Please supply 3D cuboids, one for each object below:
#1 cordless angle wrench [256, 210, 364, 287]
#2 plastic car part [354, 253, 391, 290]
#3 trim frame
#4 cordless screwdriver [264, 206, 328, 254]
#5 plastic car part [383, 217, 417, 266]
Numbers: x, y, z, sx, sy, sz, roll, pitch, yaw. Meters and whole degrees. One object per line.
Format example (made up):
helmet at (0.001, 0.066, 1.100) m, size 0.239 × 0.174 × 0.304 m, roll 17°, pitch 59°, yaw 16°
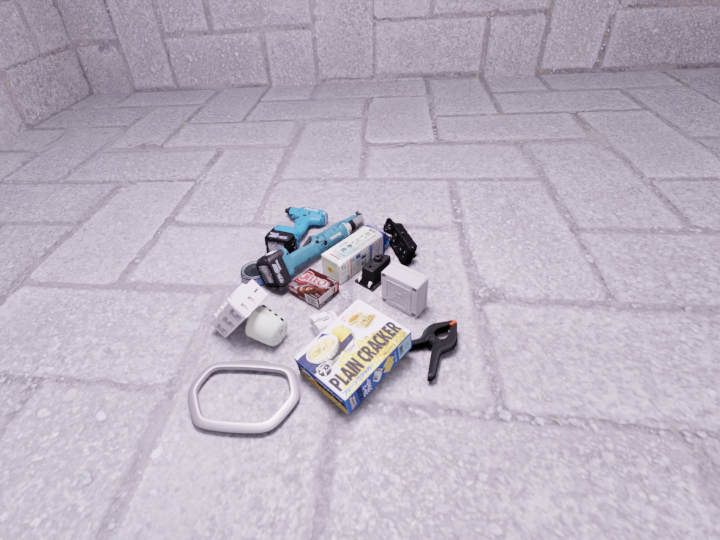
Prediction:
cordless angle wrench at (-0.126, -0.082, 1.286) m, size 0.078 × 0.096 × 0.413 m, roll -7°, pitch 22°, yaw 48°
plastic car part at (0.044, -0.008, 1.182) m, size 0.069 × 0.068 × 0.114 m, roll 28°, pitch 51°, yaw 32°
trim frame at (-0.253, 0.265, 0.916) m, size 0.252 × 0.026 × 0.188 m, roll -2°, pitch 40°, yaw 8°
cordless screwdriver at (-0.229, -0.138, 1.379) m, size 0.166 × 0.072 × 0.247 m, roll 13°, pitch 38°, yaw 22°
plastic car part at (0.125, -0.096, 1.287) m, size 0.065 × 0.065 × 0.213 m, roll -6°, pitch 37°, yaw -19°
